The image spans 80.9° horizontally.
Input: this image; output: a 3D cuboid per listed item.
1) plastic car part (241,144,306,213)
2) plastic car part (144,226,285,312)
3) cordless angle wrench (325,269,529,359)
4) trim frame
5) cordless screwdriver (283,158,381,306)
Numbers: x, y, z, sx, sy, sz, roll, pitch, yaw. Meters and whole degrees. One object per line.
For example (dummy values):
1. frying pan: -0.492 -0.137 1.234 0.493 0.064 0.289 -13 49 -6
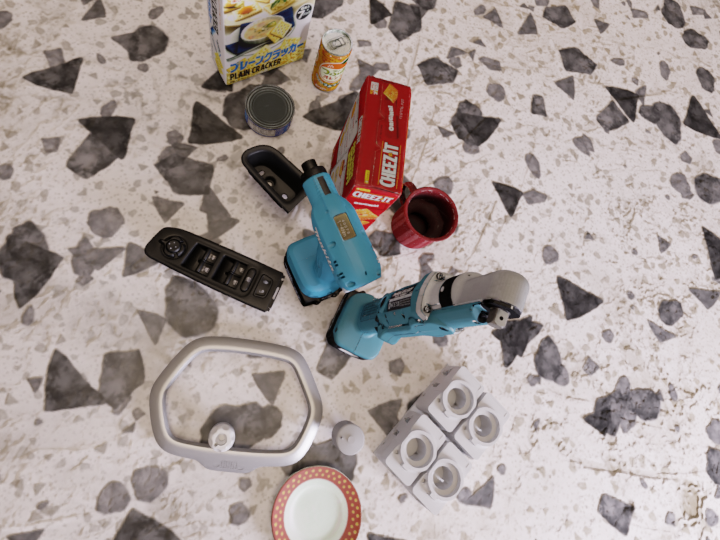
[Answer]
1. plastic car part: -0.139 -0.146 0.684 0.117 0.071 0.065 44 72 0
2. plastic car part: -0.218 -0.004 0.634 0.201 0.067 0.066 25 73 -4
3. cordless angle wrench: 0.048 0.050 0.485 0.073 0.426 0.098 28 73 -9
4. trim frame: -0.177 0.193 0.612 0.244 0.027 0.186 8 74 -9
5. cordless screwdriver: -0.057 -0.037 0.579 0.073 0.251 0.161 -22 85 -19
